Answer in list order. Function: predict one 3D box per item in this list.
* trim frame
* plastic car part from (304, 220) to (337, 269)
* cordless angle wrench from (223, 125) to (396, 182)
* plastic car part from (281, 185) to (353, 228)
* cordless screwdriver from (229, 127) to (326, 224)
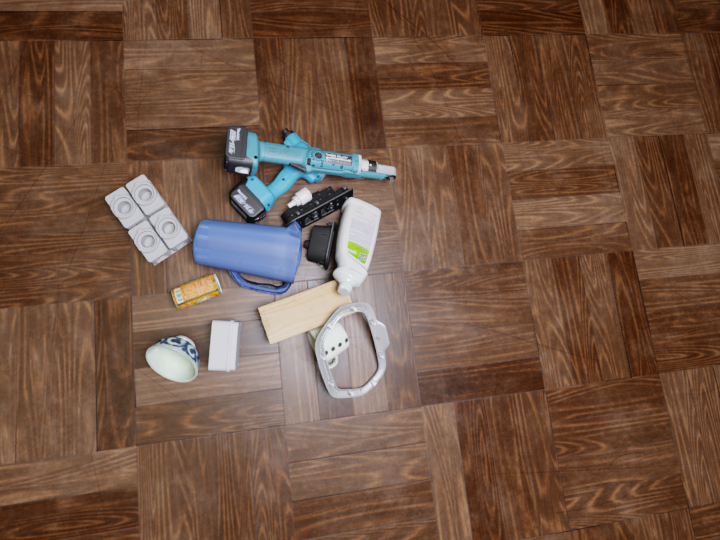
[{"bbox_3d":[-0.013,0.189,0.974,0.180,0.029,0.241,-25,112,-25],"label":"trim frame"},{"bbox_3d":[-0.103,-0.067,1.049,0.072,0.064,0.117,14,83,8],"label":"plastic car part"},{"bbox_3d":[-0.110,-0.263,1.017,0.412,0.075,0.099,4,75,-15],"label":"cordless angle wrench"},{"bbox_3d":[-0.116,-0.158,1.057,0.201,0.065,0.069,-34,79,-12],"label":"plastic car part"},{"bbox_3d":[-0.219,-0.238,1.053,0.246,0.075,0.160,-39,88,-16],"label":"cordless screwdriver"}]
